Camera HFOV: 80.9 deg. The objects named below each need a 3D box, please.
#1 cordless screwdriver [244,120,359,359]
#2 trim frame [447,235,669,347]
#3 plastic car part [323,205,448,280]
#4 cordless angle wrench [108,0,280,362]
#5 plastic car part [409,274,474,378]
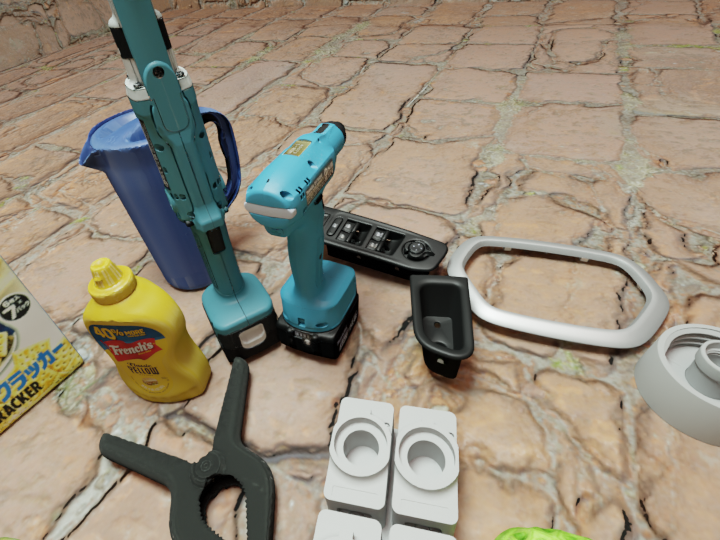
[{"bbox_3d":[-0.046,-0.030,0.468,0.077,0.239,0.159,11,44,18],"label":"cordless screwdriver"},{"bbox_3d":[0.237,0.015,0.530,0.256,0.026,0.186,7,44,17],"label":"trim frame"},{"bbox_3d":[0.015,-0.031,0.589,0.212,0.064,0.066,15,46,24],"label":"plastic car part"},{"bbox_3d":[-0.158,-0.074,0.409,0.073,0.407,0.103,-24,45,-21],"label":"cordless angle wrench"},{"bbox_3d":[0.088,0.067,0.466,0.067,0.068,0.119,0,42,8],"label":"plastic car part"}]
